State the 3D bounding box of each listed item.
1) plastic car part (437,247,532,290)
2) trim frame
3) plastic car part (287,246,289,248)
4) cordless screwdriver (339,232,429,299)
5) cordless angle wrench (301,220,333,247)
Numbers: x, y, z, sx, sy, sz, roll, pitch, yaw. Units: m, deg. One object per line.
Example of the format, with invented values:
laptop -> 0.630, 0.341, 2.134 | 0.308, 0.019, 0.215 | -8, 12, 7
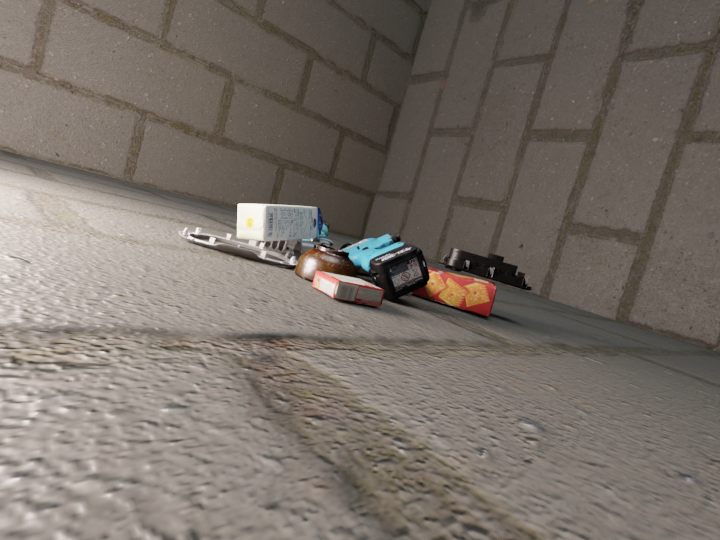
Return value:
plastic car part -> 0.280, -0.007, 0.949 | 0.204, 0.066, 0.066 | 12, 10, 1
trim frame -> -0.237, -0.048, 0.841 | 0.246, 0.027, 0.187 | 17, 6, -7
plastic car part -> -0.229, -0.097, 1.116 | 0.069, 0.070, 0.112 | 20, 9, 26
cordless screwdriver -> 0.055, -0.026, 0.851 | 0.157, 0.072, 0.258 | -25, 18, -14
cordless angle wrench -> -0.109, -0.071, 1.112 | 0.073, 0.097, 0.432 | 11, 10, -12
